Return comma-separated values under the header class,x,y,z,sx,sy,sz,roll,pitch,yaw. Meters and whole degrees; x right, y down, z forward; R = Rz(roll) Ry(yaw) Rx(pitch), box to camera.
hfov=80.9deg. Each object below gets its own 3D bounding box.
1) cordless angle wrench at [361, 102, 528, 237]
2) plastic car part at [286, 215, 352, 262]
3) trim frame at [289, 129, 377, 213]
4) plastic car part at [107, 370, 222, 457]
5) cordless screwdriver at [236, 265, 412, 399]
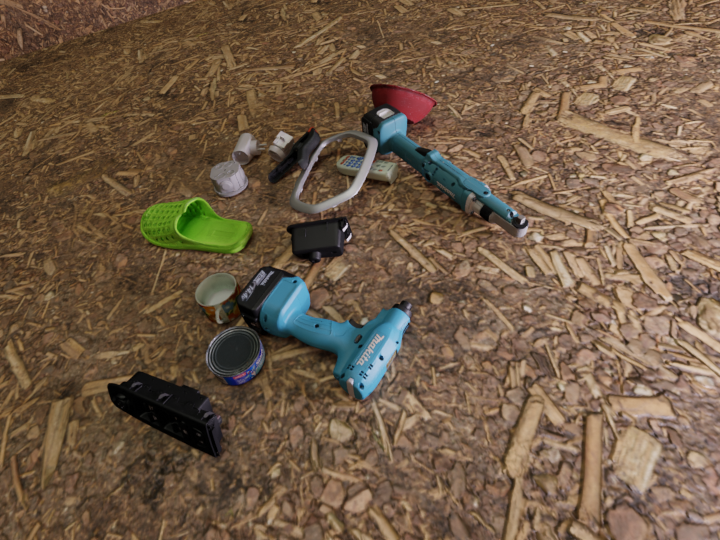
class,x,y,z,sx,sy,sz,roll,pitch,yaw
cordless angle wrench,0.151,-0.196,0.826,0.073,0.094,0.446,-30,52,-15
plastic car part,-0.075,-0.049,0.768,0.118,0.063,0.073,-9,61,10
trim frame,-0.060,-0.215,0.904,0.192,0.026,0.251,2,58,30
plastic car part,-0.274,0.189,0.598,0.210,0.064,0.067,8,41,21
cordless screwdriver,-0.056,0.067,0.646,0.261,0.071,0.158,24,57,26
